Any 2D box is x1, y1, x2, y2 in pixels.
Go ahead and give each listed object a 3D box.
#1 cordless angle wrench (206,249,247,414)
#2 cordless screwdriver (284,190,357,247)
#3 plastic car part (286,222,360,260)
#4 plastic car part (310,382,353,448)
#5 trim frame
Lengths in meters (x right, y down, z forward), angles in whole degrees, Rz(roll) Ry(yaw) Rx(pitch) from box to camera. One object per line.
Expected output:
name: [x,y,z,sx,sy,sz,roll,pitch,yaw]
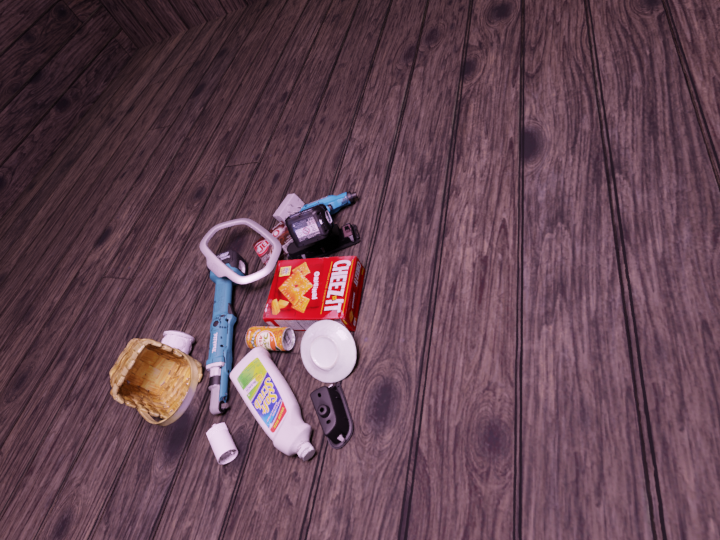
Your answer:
cordless angle wrench: [-0.346,0.142,1.060,0.100,0.070,0.438,-19,52,13]
cordless screwdriver: [-0.091,-0.144,1.063,0.162,0.072,0.251,-20,17,12]
plastic car part: [-0.107,-0.070,1.090,0.206,0.063,0.069,-23,56,15]
plastic car part: [-0.061,0.270,0.810,0.066,0.067,0.122,-32,45,5]
trim frame: [-0.324,-0.056,1.133,0.261,0.026,0.182,35,63,28]
